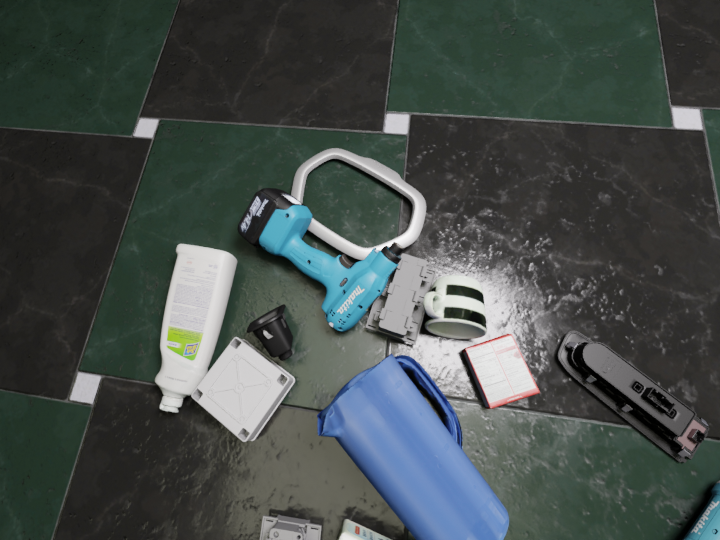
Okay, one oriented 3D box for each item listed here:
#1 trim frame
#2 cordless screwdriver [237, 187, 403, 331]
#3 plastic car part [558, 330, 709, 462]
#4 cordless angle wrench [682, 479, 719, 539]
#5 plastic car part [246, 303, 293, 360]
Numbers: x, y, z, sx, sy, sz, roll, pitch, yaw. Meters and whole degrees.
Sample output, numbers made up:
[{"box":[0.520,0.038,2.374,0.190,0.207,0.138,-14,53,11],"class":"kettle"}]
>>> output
[{"box":[-0.008,-0.120,0.732,0.258,0.026,0.184,32,75,19],"class":"trim frame"},{"box":[-0.065,-0.042,0.663,0.256,0.072,0.159,42,107,16],"class":"cordless screwdriver"},{"box":[0.370,0.165,0.576,0.211,0.065,0.066,40,85,20],"class":"plastic car part"},{"box":[0.396,0.349,0.492,0.420,0.096,0.076,-43,78,-13],"class":"cordless angle wrench"},{"box":[-0.127,0.098,0.633,0.065,0.118,0.070,-31,97,-7],"class":"plastic car part"}]
